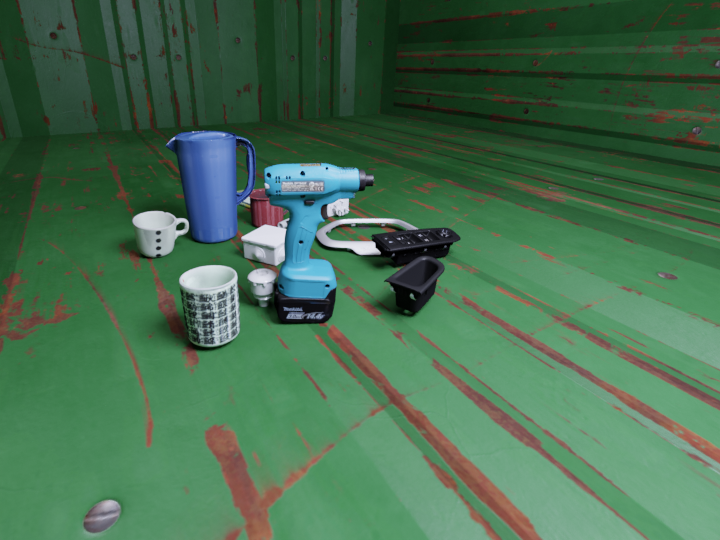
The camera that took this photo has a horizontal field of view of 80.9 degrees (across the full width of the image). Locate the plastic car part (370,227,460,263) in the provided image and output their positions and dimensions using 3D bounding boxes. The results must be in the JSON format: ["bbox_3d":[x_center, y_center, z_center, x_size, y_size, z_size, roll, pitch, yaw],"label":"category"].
[{"bbox_3d":[0.120,-0.049,0.870,0.197,0.065,0.070,-13,29,-26],"label":"plastic car part"}]

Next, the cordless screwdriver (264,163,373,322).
[{"bbox_3d":[-0.064,-0.042,0.655,0.158,0.243,0.077,-1,24,-6],"label":"cordless screwdriver"}]

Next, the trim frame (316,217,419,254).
[{"bbox_3d":[0.021,-0.083,0.981,0.249,0.027,0.188,1,26,1],"label":"trim frame"}]

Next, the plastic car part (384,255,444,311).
[{"bbox_3d":[0.097,0.029,0.707,0.069,0.069,0.113,19,31,32],"label":"plastic car part"}]
